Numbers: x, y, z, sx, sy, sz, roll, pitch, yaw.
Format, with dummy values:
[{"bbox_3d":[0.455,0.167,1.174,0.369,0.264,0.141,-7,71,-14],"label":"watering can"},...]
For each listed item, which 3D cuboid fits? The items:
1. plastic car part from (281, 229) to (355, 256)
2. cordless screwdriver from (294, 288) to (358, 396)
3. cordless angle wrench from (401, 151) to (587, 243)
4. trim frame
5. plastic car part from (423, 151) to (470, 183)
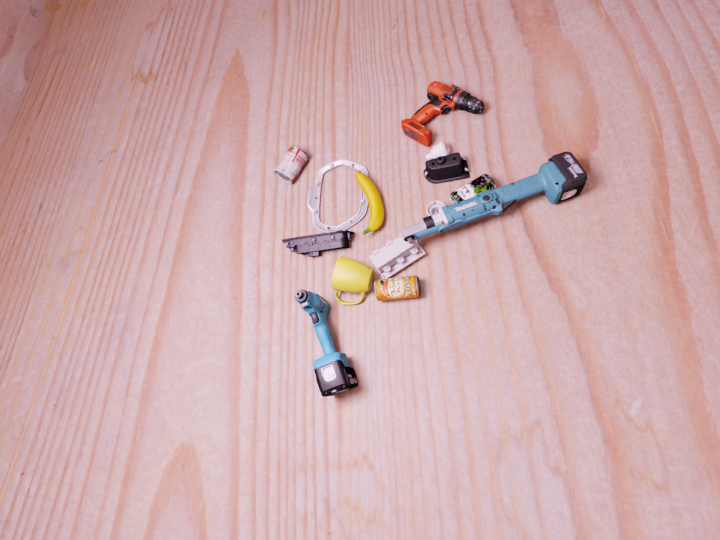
[{"bbox_3d":[-0.114,-0.075,1.170,0.208,0.063,0.068,-11,75,17],"label":"plastic car part"},{"bbox_3d":[-0.091,0.164,1.003,0.075,0.152,0.258,-25,63,9],"label":"cordless screwdriver"},{"bbox_3d":[0.300,-0.157,1.004,0.426,0.071,0.101,-20,63,7],"label":"cordless angle wrench"},{"bbox_3d":[-0.067,-0.221,1.234,0.190,0.026,0.253,-5,68,21],"label":"trim frame"},{"bbox_3d":[0.223,-0.276,1.115,0.119,0.067,0.068,-8,65,15],"label":"plastic car part"}]
